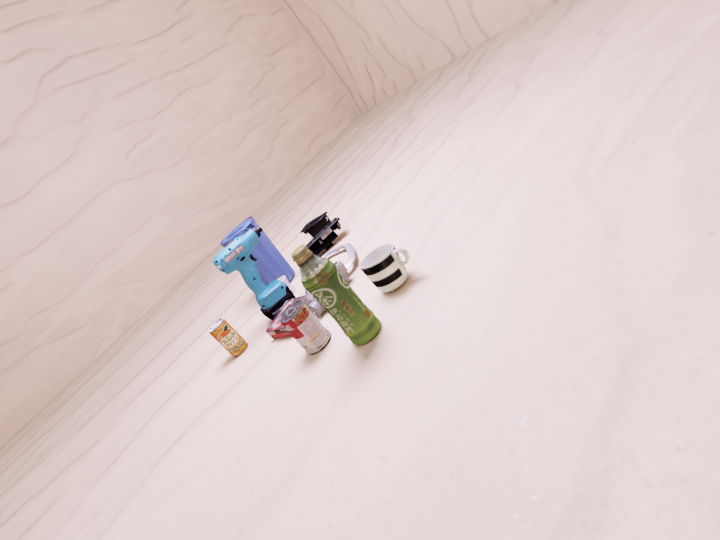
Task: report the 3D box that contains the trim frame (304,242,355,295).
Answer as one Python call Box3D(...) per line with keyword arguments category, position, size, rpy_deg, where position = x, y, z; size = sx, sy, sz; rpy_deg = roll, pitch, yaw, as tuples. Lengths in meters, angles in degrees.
Box3D(category="trim frame", position=(-0.091, -0.004, 1.196), size=(0.185, 0.026, 0.256), rpy_deg=(-37, 22, 6))

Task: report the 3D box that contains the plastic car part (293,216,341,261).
Box3D(category="plastic car part", position=(-0.135, -0.088, 1.376), size=(0.203, 0.065, 0.068), rpy_deg=(-39, 20, -1))

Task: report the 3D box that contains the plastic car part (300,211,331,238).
Box3D(category="plastic car part", position=(-0.146, -0.153, 1.515), size=(0.120, 0.069, 0.066), rpy_deg=(-23, 25, 36))

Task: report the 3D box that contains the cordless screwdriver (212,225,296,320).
Box3D(category="cordless screwdriver", position=(-0.269, 0.009, 1.167), size=(0.158, 0.241, 0.077), rpy_deg=(-44, 18, -16))
